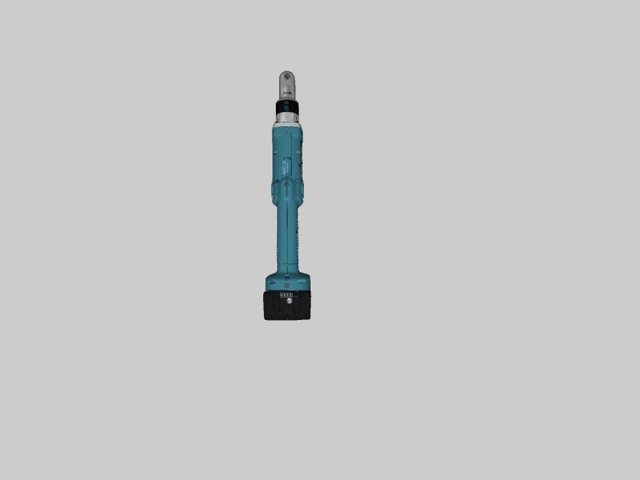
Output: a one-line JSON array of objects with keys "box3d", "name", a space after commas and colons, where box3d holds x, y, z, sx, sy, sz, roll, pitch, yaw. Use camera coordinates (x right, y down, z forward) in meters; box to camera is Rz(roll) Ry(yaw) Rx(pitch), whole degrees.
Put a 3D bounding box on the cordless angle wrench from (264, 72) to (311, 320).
[{"box3d": [-0.055, -0.081, 0.713, 0.074, 0.422, 0.098, -1, -6, -1], "name": "cordless angle wrench"}]
